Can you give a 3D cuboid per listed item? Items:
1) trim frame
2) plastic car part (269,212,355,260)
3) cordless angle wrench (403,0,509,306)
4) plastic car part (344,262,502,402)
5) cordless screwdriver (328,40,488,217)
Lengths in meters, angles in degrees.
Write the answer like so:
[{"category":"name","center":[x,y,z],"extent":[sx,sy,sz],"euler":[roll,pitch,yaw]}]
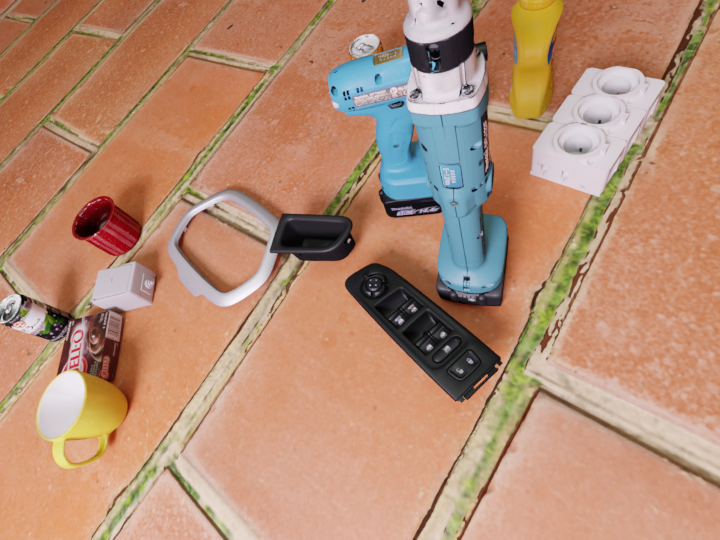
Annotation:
[{"category":"trim frame","center":[-0.230,-0.044,0.703],"extent":[0.262,0.026,0.184],"euler":[35,80,33]},{"category":"plastic car part","center":[-0.059,-0.039,0.606],"extent":[0.121,0.067,0.067],"euler":[5,65,24]},{"category":"cordless angle wrench","center":[0.087,-0.083,0.368],"extent":[0.077,0.402,0.099],"euler":[6,66,22]},{"category":"plastic car part","center":[0.064,0.064,0.502],"extent":[0.066,0.064,0.214],"euler":[-44,56,-5]},{"category":"cordless screwdriver","center":[0.074,-0.163,0.517],"extent":[0.163,0.236,0.076],"euler":[-6,62,17]}]
